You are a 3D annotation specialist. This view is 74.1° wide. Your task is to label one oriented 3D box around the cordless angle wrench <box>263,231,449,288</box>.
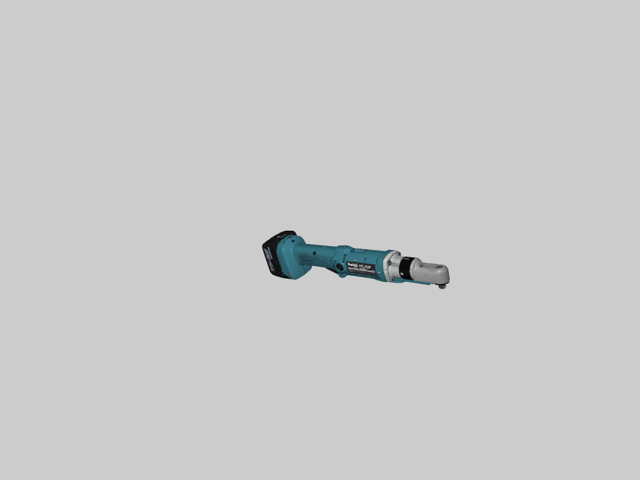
[{"bbox_3d":[0.053,0.043,0.836,0.423,0.098,0.074,5,29,43],"label":"cordless angle wrench"}]
